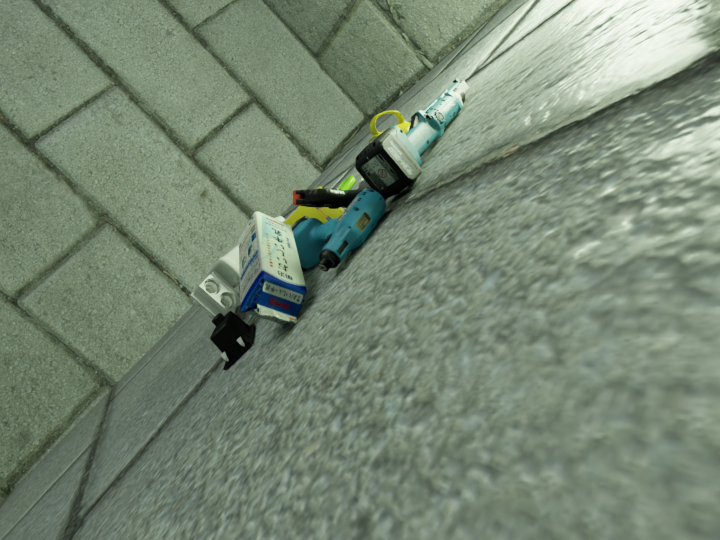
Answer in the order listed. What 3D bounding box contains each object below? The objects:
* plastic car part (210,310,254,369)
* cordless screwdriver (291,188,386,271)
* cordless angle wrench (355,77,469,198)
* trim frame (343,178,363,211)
[{"bbox_3d":[-0.227,0.107,0.734,0.066,0.069,0.120,-43,17,0],"label":"plastic car part"},{"bbox_3d":[-0.073,-0.047,0.742,0.257,0.072,0.159,-14,35,55],"label":"cordless screwdriver"},{"bbox_3d":[0.134,-0.285,0.820,0.076,0.096,0.419,-31,16,49],"label":"cordless angle wrench"},{"bbox_3d":[0.018,-0.207,1.005,0.253,0.027,0.184,-34,18,39],"label":"trim frame"}]
